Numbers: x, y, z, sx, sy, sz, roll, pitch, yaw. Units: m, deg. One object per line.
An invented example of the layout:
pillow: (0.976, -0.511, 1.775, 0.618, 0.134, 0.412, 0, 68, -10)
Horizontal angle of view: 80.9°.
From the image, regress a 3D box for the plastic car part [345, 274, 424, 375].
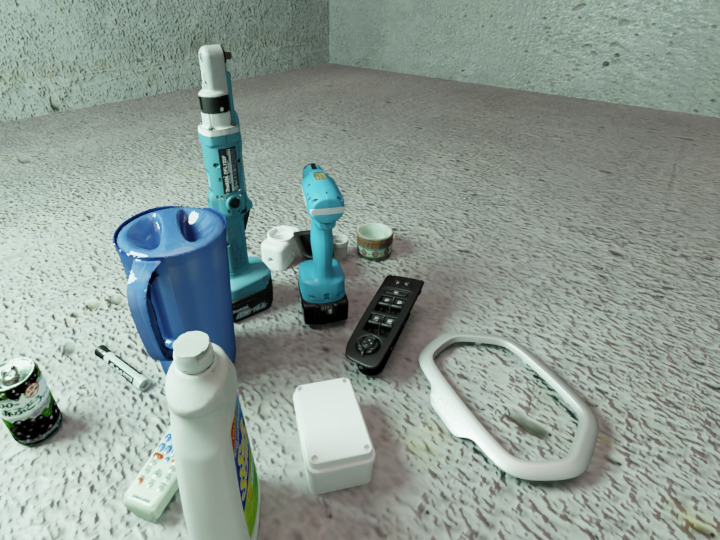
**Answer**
plastic car part: (0.036, 0.086, 0.656, 0.069, 0.065, 0.201, 15, 37, 20)

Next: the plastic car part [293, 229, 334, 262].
plastic car part: (-0.088, -0.025, 0.817, 0.065, 0.069, 0.122, -8, 35, -13)

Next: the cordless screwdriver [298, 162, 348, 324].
cordless screwdriver: (-0.068, -0.044, 0.693, 0.073, 0.242, 0.166, -6, 34, -12)

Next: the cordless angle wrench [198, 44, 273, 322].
cordless angle wrench: (-0.200, -0.111, 0.643, 0.095, 0.411, 0.079, -21, 39, -31)

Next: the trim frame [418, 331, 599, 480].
trim frame: (0.188, 0.165, 0.570, 0.180, 0.027, 0.262, -14, 36, -19)
